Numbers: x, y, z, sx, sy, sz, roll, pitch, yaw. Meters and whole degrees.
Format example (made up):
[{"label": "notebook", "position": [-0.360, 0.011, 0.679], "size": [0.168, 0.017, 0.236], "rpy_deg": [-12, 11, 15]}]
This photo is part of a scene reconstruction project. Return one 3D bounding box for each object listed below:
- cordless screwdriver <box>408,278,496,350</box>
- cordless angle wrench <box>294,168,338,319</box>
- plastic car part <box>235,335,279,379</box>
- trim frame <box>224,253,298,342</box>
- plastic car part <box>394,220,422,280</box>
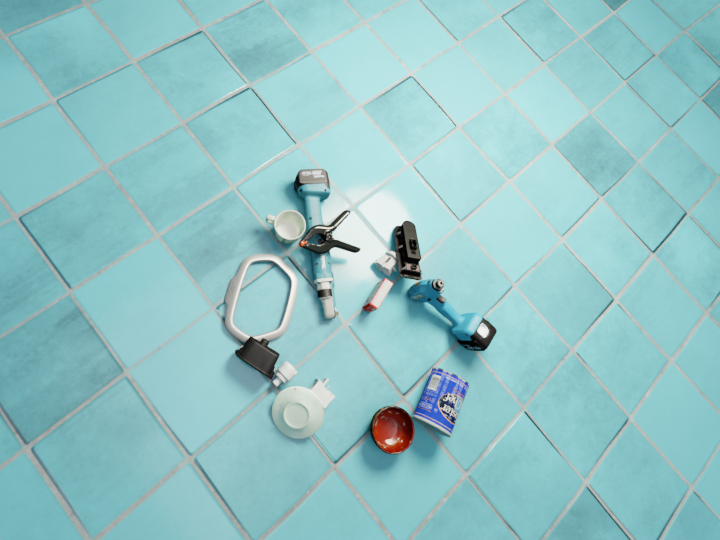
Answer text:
[{"label": "cordless screwdriver", "position": [0.258, 0.113, 1.153], "size": [0.249, 0.160, 0.074], "rpy_deg": [40, 69, -1]}, {"label": "cordless angle wrench", "position": [-0.116, -0.076, 1.184], "size": [0.096, 0.075, 0.430], "rpy_deg": [-5, 77, -15]}, {"label": "plastic car part", "position": [-0.250, 0.209, 1.061], "size": [0.117, 0.066, 0.071], "rpy_deg": [35, 85, 0]}, {"label": "trim frame", "position": [-0.266, 0.073, 1.129], "size": [0.181, 0.027, 0.251], "rpy_deg": [14, 73, -8]}, {"label": "plastic car part", "position": [0.136, -0.069, 1.203], "size": [0.065, 0.065, 0.210], "rpy_deg": [4, 45, -9]}]
